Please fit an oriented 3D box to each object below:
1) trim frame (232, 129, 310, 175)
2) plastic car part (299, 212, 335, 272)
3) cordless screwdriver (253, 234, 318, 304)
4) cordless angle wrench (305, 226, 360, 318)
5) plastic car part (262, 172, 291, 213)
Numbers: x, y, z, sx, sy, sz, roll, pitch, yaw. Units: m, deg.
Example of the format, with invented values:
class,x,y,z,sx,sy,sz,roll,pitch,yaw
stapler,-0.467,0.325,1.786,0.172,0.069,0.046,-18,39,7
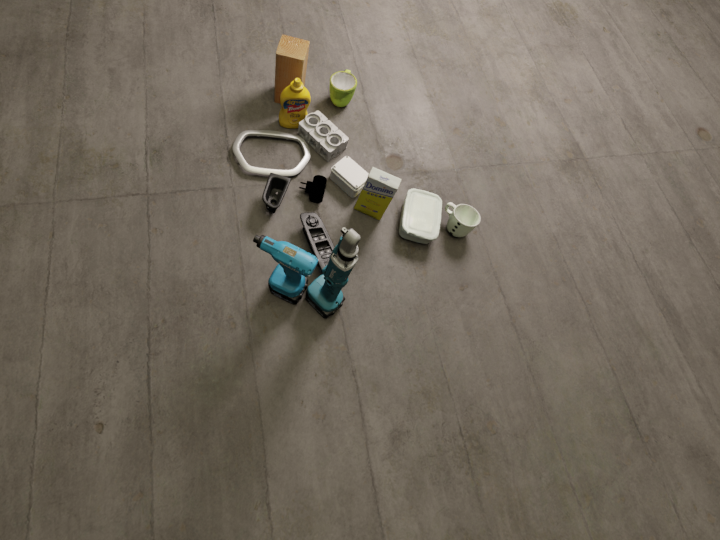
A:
class,x,y,z,sx,sy,sz,roll,pitch,yaw
trim frame,-0.283,-0.379,1.351,0.245,0.027,0.189,2,66,-7
plastic car part,-0.119,-0.078,1.215,0.065,0.066,0.209,-17,70,-17
cordless screwdriver,-0.198,-0.005,1.072,0.160,0.247,0.074,28,65,0
cordless angle wrench,-0.058,0.009,0.990,0.100,0.420,0.073,45,66,7
plastic car part,-0.256,-0.221,1.259,0.066,0.070,0.118,16,65,-4
